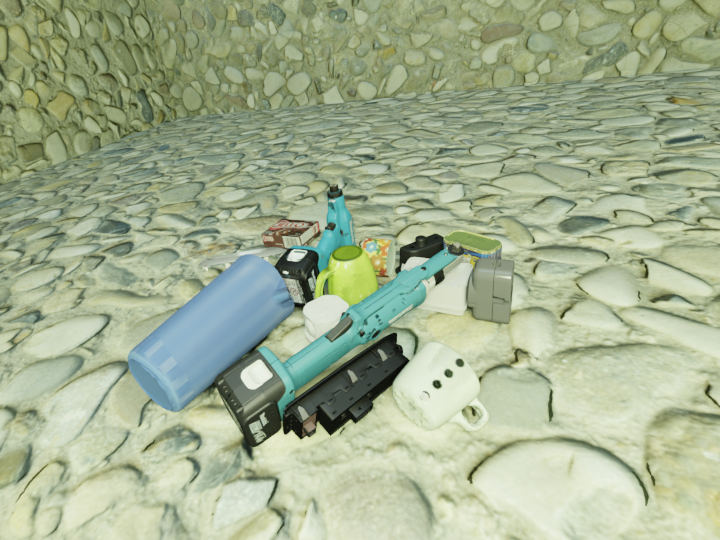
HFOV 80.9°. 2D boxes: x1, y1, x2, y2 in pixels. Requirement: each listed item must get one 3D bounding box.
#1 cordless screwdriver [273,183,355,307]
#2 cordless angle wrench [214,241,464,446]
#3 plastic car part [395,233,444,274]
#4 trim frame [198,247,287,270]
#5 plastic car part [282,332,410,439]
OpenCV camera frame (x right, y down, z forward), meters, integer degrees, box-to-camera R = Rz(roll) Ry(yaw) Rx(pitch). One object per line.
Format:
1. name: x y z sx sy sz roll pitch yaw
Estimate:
1. cordless screwdriver: -0.080 -0.052 0.814 0.077 0.154 0.248 5 35 22
2. cordless angle wrench: 0.003 0.073 0.599 0.415 0.095 0.078 -33 55 -25
3. plastic car part: 0.123 -0.035 0.810 0.114 0.069 0.069 -17 29 -20
4. trim frame: -0.232 -0.026 0.854 0.180 0.027 0.255 -12 6 -18
5. plastic car part: -0.005 0.150 0.548 0.071 0.064 0.198 29 47 34
